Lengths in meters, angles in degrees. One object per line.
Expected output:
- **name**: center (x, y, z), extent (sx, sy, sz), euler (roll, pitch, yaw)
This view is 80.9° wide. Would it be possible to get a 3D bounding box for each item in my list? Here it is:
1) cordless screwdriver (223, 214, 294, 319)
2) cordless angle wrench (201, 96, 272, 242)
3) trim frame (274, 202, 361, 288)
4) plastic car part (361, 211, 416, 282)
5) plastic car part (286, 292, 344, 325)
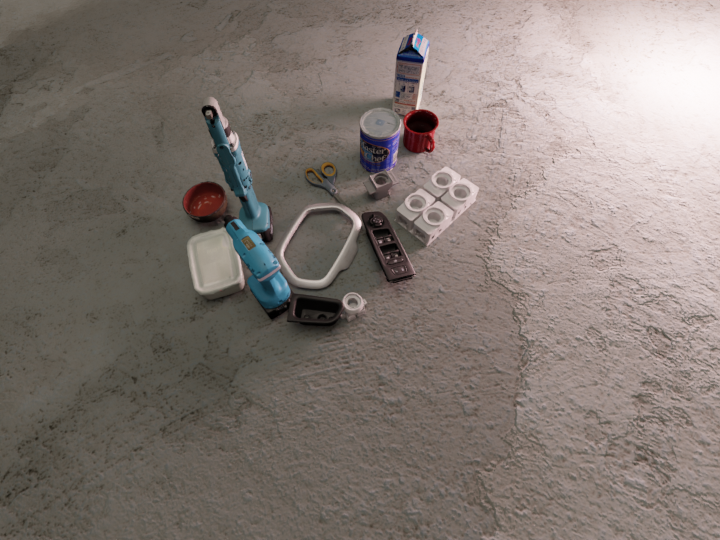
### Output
- **cordless screwdriver**: center (-0.213, -0.005, 0.887), extent (0.073, 0.241, 0.166), euler (-34, 66, -16)
- **cordless angle wrench**: center (-0.260, -0.197, 0.902), extent (0.074, 0.410, 0.101), euler (-5, 63, -2)
- **trim frame**: center (-0.101, -0.066, 1.033), extent (0.190, 0.026, 0.249), euler (21, 65, 16)
- **plastic car part**: center (0.059, -0.054, 0.989), extent (0.066, 0.065, 0.211), euler (-18, 61, -7)
- **plastic car part**: center (-0.094, 0.096, 0.919), extent (0.118, 0.068, 0.067), euler (6, 62, 7)
